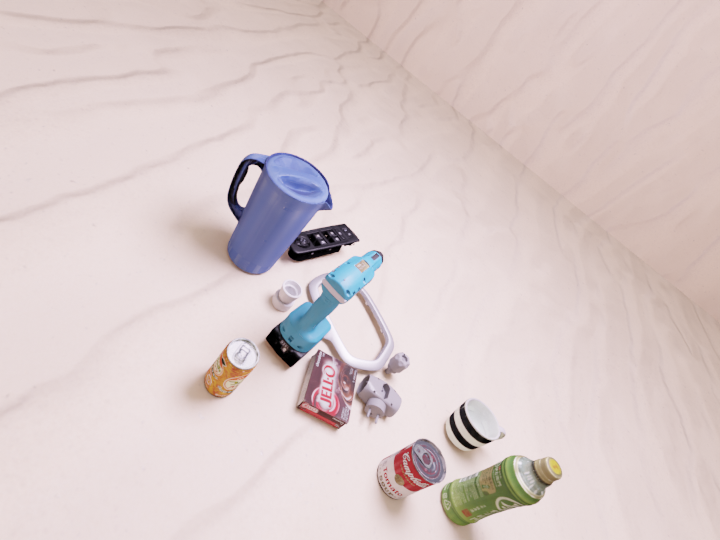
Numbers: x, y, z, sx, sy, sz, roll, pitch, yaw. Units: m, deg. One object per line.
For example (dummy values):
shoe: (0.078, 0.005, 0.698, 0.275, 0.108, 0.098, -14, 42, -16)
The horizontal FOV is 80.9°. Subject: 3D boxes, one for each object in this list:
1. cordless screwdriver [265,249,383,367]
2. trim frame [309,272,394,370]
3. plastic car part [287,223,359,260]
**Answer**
cordless screwdriver: (-0.058, 0.060, 0.754, 0.075, 0.250, 0.156, 47, 37, 5)
trim frame: (-0.022, 0.105, 0.921, 0.175, 0.028, 0.259, -2, 52, -40)
plastic car part: (-0.098, -0.064, 1.004, 0.195, 0.067, 0.069, -13, 62, -46)
